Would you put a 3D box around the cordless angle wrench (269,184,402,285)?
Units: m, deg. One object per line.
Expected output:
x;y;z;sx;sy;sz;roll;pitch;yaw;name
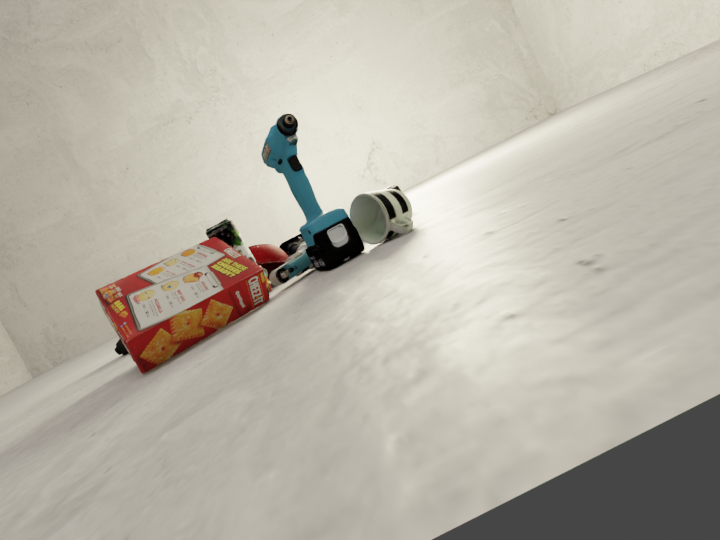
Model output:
-0.038;-0.073;0.870;0.101;0.073;0.414;-21;12;43;cordless angle wrench

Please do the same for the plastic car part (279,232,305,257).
-0.098;-0.064;0.999;0.197;0.064;0.071;-25;33;-32;plastic car part

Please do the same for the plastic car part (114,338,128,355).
-0.572;0.175;1.046;0.070;0.064;0.120;-43;14;-11;plastic car part

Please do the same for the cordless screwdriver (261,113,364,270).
-0.082;-0.125;0.687;0.073;0.249;0.161;-28;0;-19;cordless screwdriver
